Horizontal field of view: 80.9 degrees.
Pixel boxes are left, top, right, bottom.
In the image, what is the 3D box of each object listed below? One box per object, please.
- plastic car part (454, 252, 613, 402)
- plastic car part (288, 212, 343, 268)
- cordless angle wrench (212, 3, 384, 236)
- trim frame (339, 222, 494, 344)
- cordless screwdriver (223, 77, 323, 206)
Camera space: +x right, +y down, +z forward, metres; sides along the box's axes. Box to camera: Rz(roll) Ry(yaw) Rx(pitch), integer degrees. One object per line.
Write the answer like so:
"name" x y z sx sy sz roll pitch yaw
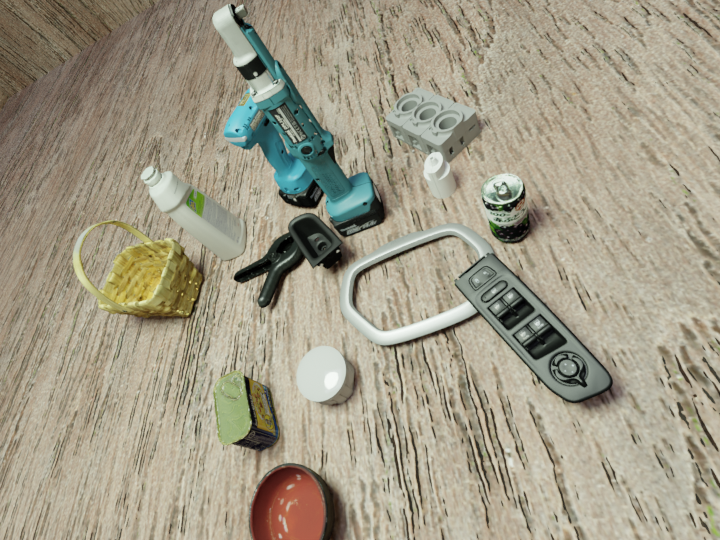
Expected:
"plastic car part" 0.207 0.073 0.525 0.066 0.063 0.214 -38 50 3
"plastic car part" -0.074 -0.048 0.755 0.066 0.067 0.123 -40 50 1
"cordless angle wrench" -0.080 -0.197 0.633 0.100 0.400 0.077 -20 54 16
"trim frame" 0.082 0.015 0.655 0.252 0.026 0.192 -25 52 14
"cordless screwdriver" -0.143 -0.242 0.803 0.078 0.235 0.160 11 67 32
